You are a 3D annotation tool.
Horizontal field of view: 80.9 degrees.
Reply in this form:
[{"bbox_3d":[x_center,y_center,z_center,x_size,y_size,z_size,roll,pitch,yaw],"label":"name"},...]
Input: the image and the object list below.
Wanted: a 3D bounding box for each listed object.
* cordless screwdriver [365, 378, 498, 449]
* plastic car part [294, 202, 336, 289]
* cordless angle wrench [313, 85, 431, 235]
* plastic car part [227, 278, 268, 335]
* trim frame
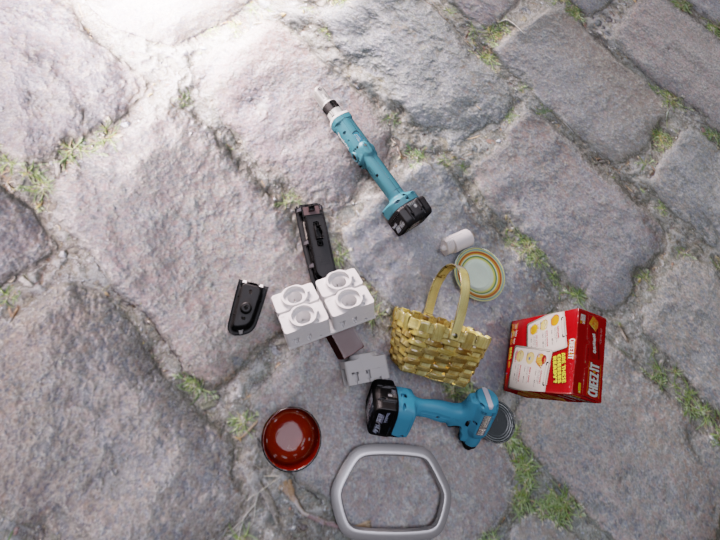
[{"bbox_3d":[0.136,0.299,0.849,0.248,0.155,0.076,5,32,-1],"label":"cordless screwdriver"},{"bbox_3d":[-0.092,-0.060,0.941,0.064,0.068,0.206,-7,78,-23],"label":"plastic car part"},{"bbox_3d":[0.008,-0.280,1.012,0.073,0.097,0.432,-31,78,-16],"label":"cordless angle wrench"},{"bbox_3d":[-0.233,0.074,0.865,0.065,0.071,0.118,15,69,-9],"label":"plastic car part"},{"bbox_3d":[0.062,0.442,0.833,0.244,0.027,0.187,5,71,-11],"label":"trim frame"}]
